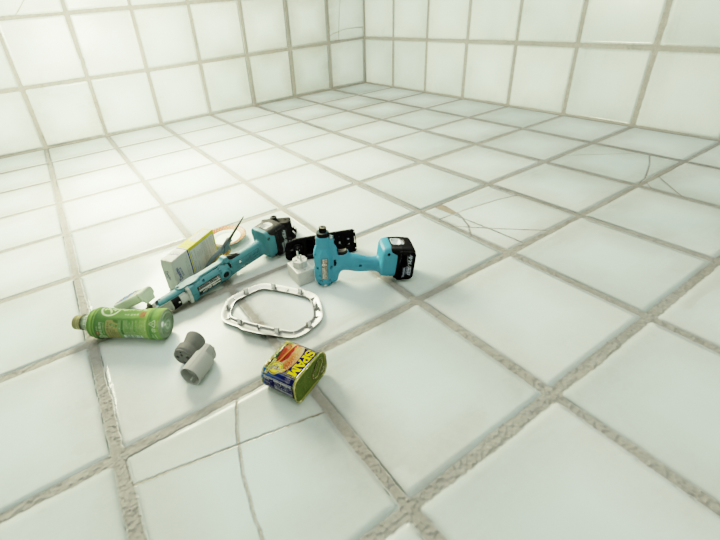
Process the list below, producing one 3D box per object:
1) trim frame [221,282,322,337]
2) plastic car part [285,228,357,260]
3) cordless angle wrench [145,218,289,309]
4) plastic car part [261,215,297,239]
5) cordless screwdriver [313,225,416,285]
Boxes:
[{"bbox_3d":[-0.207,0.089,0.989,0.257,0.027,0.184,10,37,19],"label":"trim frame"},{"bbox_3d":[-0.117,-0.077,1.198,0.200,0.064,0.070,-12,23,-10],"label":"plastic car part"},{"bbox_3d":[-0.364,-0.001,1.103,0.078,0.094,0.415,22,46,35],"label":"cordless angle wrench"},{"bbox_3d":[-0.256,-0.134,1.298,0.117,0.069,0.068,-1,31,0],"label":"plastic car part"},{"bbox_3d":[0.007,-0.045,1.046,0.248,0.154,0.077,-4,31,-3],"label":"cordless screwdriver"}]
